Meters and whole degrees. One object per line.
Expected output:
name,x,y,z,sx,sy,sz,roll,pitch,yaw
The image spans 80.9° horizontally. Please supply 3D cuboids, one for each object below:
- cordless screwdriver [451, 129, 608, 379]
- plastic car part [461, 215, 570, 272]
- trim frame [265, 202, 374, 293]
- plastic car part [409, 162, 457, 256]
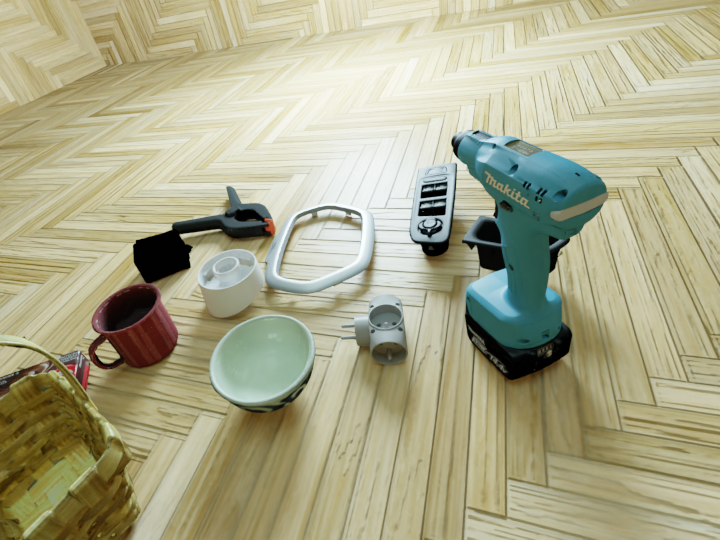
cordless screwdriver,0.148,-0.018,0.434,0.073,0.239,0.168,-21,39,-13
plastic car part,0.203,-0.022,0.558,0.123,0.068,0.065,18,48,33
trim frame,-0.068,-0.045,0.700,0.187,0.026,0.254,-6,40,10
plastic car part,0.117,-0.095,0.674,0.068,0.064,0.205,0,41,16
